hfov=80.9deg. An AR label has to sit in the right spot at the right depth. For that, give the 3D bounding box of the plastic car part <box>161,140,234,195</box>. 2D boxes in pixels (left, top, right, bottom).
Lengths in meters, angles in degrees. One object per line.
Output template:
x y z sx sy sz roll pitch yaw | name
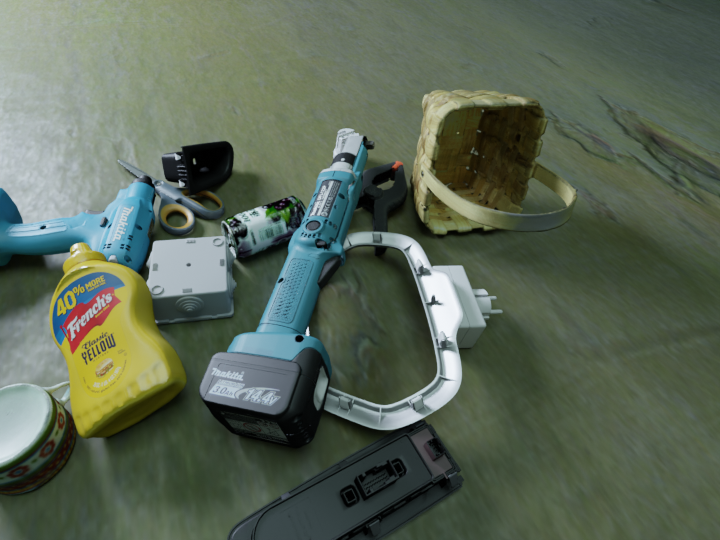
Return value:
-0.242 -0.155 0.615 0.073 0.064 0.116 5 23 14 | plastic car part

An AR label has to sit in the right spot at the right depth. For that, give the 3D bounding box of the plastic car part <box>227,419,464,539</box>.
-0.005 0.186 0.340 0.199 0.065 0.069 -21 62 -19 | plastic car part

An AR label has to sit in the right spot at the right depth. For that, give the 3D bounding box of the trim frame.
0.011 0.045 0.460 0.185 0.026 0.258 -11 47 3 | trim frame

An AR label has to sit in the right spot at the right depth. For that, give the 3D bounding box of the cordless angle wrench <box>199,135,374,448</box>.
-0.047 -0.031 0.485 0.101 0.071 0.429 2 49 15 | cordless angle wrench

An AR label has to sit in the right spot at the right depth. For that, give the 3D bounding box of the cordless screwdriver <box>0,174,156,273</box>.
-0.383 -0.064 0.517 0.245 0.073 0.165 1 51 -9 | cordless screwdriver
